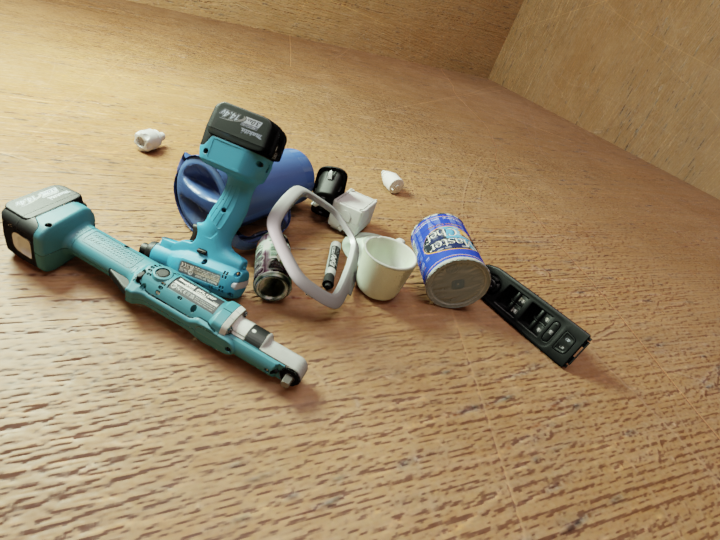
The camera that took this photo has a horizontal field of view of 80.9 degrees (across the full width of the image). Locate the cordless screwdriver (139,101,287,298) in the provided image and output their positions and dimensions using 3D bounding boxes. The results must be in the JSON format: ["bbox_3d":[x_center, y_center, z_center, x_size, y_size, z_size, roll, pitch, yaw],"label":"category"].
[{"bbox_3d":[-0.203,-0.099,0.578,0.162,0.248,0.073,19,4,9],"label":"cordless screwdriver"}]

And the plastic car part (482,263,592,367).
[{"bbox_3d":[0.279,0.062,0.709,0.064,0.066,0.214,-6,40,-47],"label":"plastic car part"}]

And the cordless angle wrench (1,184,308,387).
[{"bbox_3d":[-0.253,0.023,0.531,0.432,0.073,0.097,27,36,10],"label":"cordless angle wrench"}]

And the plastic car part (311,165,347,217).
[{"bbox_3d":[-0.067,-0.143,0.810,0.066,0.115,0.071,21,70,-2],"label":"plastic car part"}]

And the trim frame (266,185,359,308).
[{"bbox_3d":[-0.064,-0.042,0.657,0.179,0.028,0.251,45,26,-15],"label":"trim frame"}]
